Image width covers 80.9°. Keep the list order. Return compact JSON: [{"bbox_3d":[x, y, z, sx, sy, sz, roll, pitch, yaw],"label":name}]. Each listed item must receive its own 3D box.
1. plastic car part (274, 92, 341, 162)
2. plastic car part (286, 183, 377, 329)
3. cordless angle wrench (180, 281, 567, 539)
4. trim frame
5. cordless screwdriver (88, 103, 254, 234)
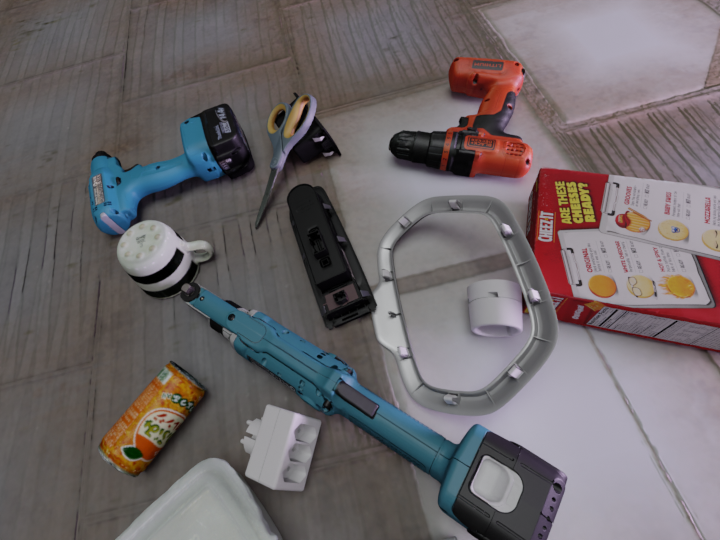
[{"bbox_3d":[-0.092,-0.207,0.639,0.071,0.062,0.122,-38,58,3],"label":"plastic car part"},{"bbox_3d":[-0.051,-0.034,0.526,0.067,0.063,0.212,-29,55,11],"label":"plastic car part"},{"bbox_3d":[-0.036,0.113,0.429,0.443,0.093,0.074,25,67,27],"label":"cordless angle wrench"},{"bbox_3d":[0.092,0.023,0.450,0.189,0.026,0.257,-28,56,29],"label":"trim frame"},{"bbox_3d":[-0.297,-0.170,0.644,0.248,0.071,0.166,-27,60,-2],"label":"cordless screwdriver"}]
